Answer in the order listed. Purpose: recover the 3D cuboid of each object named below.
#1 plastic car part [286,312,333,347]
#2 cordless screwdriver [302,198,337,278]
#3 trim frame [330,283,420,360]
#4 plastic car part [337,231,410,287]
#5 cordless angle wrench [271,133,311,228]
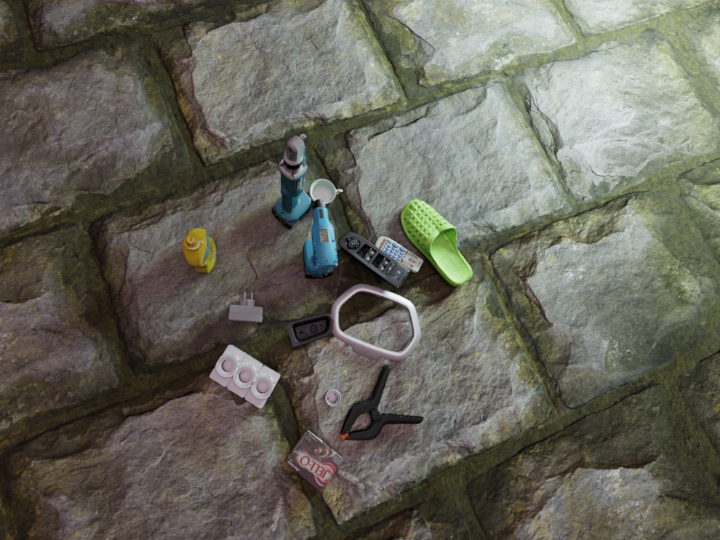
[{"bbox_3d":[-0.127,0.151,1.087,0.115,0.071,0.067,-16,81,-9],"label":"plastic car part"},{"bbox_3d":[-0.103,-0.067,1.051,0.073,0.248,0.161,-5,80,-11],"label":"cordless screwdriver"},{"bbox_3d":[0.040,0.140,1.125,0.249,0.027,0.185,19,76,0],"label":"trim frame"},{"bbox_3d":[0.030,-0.031,1.146,0.205,0.066,0.066,37,76,4],"label":"plastic car part"},{"bbox_3d":[-0.159,-0.202,0.990,0.075,0.422,0.097,43,76,0],"label":"cordless angle wrench"}]
